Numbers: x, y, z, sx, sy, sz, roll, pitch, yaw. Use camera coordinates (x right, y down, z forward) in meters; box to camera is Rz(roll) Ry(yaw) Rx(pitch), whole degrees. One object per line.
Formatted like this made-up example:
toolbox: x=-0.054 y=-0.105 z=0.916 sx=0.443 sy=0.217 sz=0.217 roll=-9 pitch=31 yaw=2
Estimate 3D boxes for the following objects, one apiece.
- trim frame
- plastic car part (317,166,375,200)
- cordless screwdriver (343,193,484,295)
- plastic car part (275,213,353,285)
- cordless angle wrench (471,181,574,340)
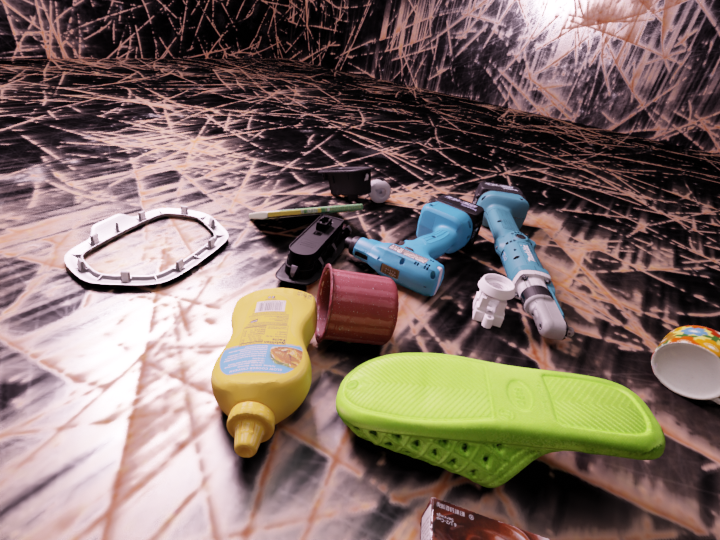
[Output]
trim frame: x=-0.314 y=-0.046 z=0.641 sx=0.190 sy=0.027 sz=0.247 roll=15 pitch=34 yaw=14
plastic car part: x=-0.024 y=-0.182 z=0.884 sx=0.123 sy=0.069 sz=0.064 roll=15 pitch=27 yaw=42
cordless screwdriver: x=0.097 y=-0.057 z=0.708 sx=0.167 sy=0.072 sz=0.243 roll=24 pitch=38 yaw=25
plastic car part: x=-0.065 y=-0.042 z=0.661 sx=0.067 sy=0.066 sz=0.202 roll=22 pitch=35 yaw=7
cordless angle wrench: x=0.263 y=-0.035 z=0.713 sx=0.098 sy=0.073 sz=0.430 roll=9 pitch=33 yaw=1
